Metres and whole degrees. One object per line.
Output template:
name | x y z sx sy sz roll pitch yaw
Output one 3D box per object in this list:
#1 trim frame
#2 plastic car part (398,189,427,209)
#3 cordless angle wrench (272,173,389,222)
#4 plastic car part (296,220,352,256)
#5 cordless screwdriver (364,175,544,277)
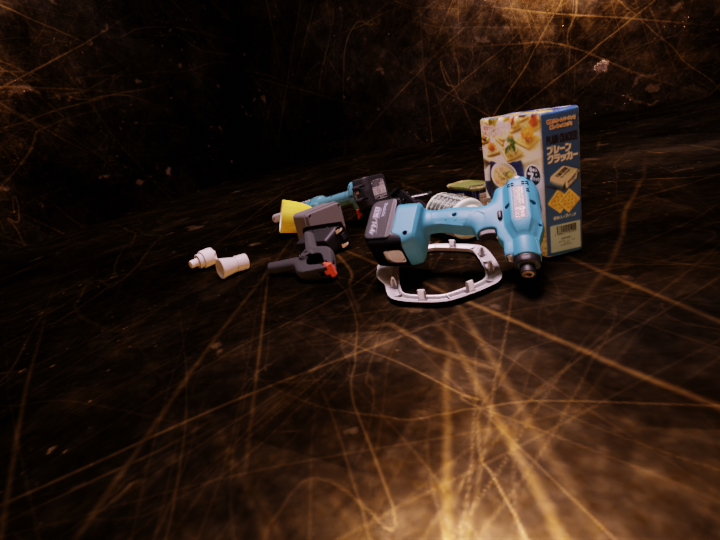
trim frame | 0.119 -0.006 0.676 0.188 0.027 0.250 -10 22 11
plastic car part | 0.129 -0.136 0.987 0.067 0.065 0.206 13 18 -5
cordless angle wrench | -0.114 -0.182 1.188 0.442 0.074 0.095 -7 11 43
plastic car part | -0.089 -0.058 0.909 0.122 0.063 0.070 -4 34 35
cordless screwdriver | 0.132 -0.050 0.626 0.258 0.070 0.162 -7 51 26
